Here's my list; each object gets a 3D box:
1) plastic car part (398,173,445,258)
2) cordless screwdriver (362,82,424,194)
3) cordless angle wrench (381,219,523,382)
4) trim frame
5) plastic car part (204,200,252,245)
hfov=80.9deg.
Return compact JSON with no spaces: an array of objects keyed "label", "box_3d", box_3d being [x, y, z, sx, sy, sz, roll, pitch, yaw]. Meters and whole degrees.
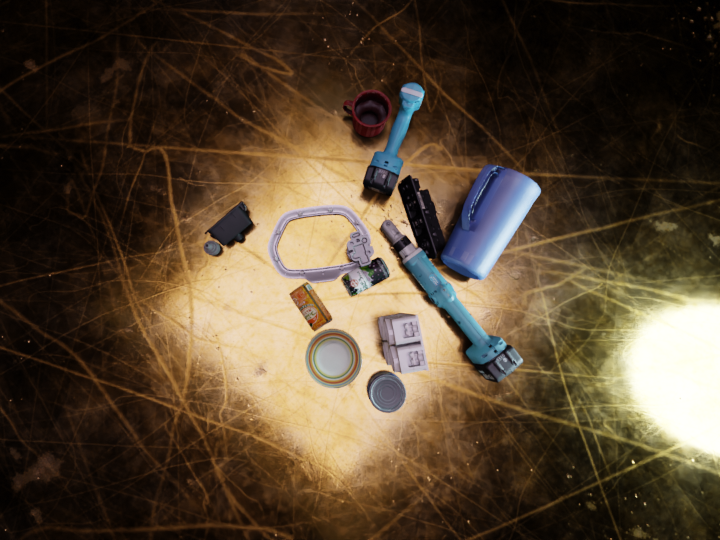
[{"label":"plastic car part","box_3d":[0.149,-0.124,1.000,0.065,0.068,0.205,-9,80,-28]},{"label":"cordless screwdriver","box_3d":[0.082,-0.304,0.999,0.075,0.158,0.248,21,99,2]},{"label":"cordless angle wrench","box_3d":[0.184,0.052,0.957,0.074,0.096,0.431,-36,80,-8]},{"label":"trim frame","box_3d":[-0.099,-0.065,1.011,0.248,0.027,0.186,-6,83,-1]},{"label":"plastic car part","box_3d":[-0.304,-0.104,1.009,0.116,0.067,0.070,-44,100,-2]}]
